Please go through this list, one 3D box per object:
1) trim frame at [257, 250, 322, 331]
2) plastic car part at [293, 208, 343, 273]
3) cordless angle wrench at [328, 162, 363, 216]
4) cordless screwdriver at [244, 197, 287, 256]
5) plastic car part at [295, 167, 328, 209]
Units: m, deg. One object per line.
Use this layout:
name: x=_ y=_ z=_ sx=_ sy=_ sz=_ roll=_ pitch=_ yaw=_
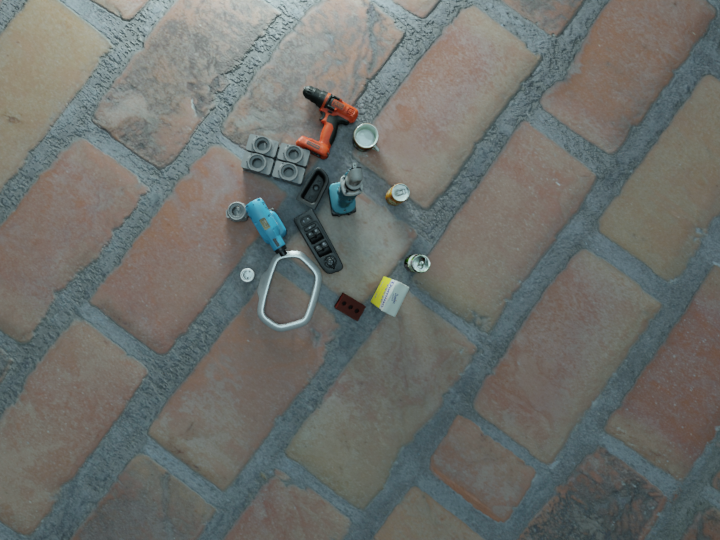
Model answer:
trim frame: x=-0.218 y=0.062 z=1.277 sx=0.184 sy=0.027 sz=0.249 roll=15 pitch=88 yaw=-1
plastic car part: x=-0.124 y=-0.081 z=1.264 sx=0.066 sy=0.067 sz=0.203 roll=-30 pitch=90 yaw=-4
cordless angle wrench: x=-0.034 y=-0.206 z=1.092 sx=0.074 sy=0.426 sz=0.098 roll=-9 pitch=93 yaw=-7
cordless screwdriver: x=-0.246 y=-0.109 z=1.171 sx=0.074 sy=0.250 sz=0.159 roll=-31 pitch=94 yaw=-5
plastic car part: x=-0.137 y=-0.244 z=1.267 sx=0.066 sy=0.071 sz=0.116 roll=29 pitch=88 yaw=-4
